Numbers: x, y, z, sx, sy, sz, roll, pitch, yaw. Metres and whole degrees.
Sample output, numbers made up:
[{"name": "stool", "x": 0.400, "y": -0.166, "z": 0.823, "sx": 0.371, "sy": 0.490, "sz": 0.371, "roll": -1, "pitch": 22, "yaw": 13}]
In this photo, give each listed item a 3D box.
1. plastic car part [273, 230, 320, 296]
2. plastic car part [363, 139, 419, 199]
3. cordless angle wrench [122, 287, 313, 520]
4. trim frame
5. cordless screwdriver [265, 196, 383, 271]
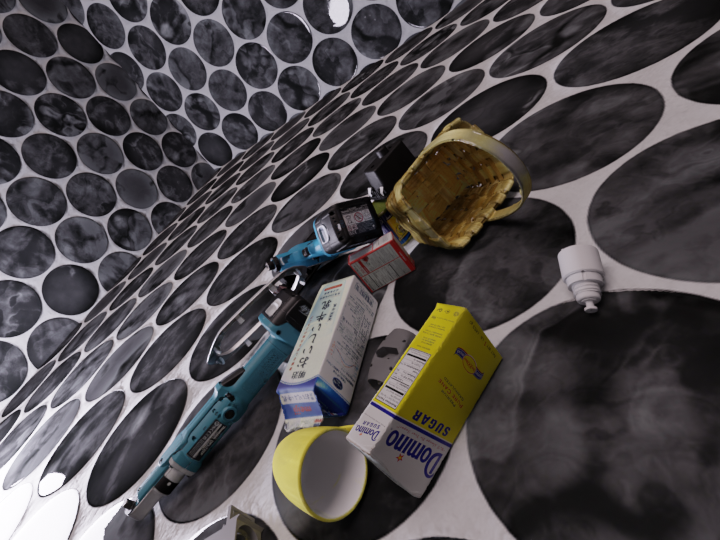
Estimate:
[{"name": "plastic car part", "x": -0.128, "y": -0.017, "z": 0.932, "sx": 0.202, "sy": 0.065, "sz": 0.069, "roll": -50, "pitch": 20, "yaw": -22}, {"name": "plastic car part", "x": 0.050, "y": -0.192, "z": 0.776, "sx": 0.116, "sy": 0.068, "sz": 0.069, "roll": -53, "pitch": 29, "yaw": -17}, {"name": "cordless angle wrench", "x": -0.219, "y": 0.219, "z": 0.688, "sx": 0.422, "sy": 0.094, "sz": 0.078, "roll": -51, "pitch": 27, "yaw": -10}, {"name": "trim frame", "x": -0.183, "y": 0.081, "z": 0.776, "sx": 0.247, "sy": 0.028, "sz": 0.181, "roll": -48, "pitch": -9, "yaw": -20}, {"name": "cordless screwdriver", "x": -0.077, "y": -0.050, "z": 0.784, "sx": 0.155, "sy": 0.075, "sz": 0.254, "roll": -18, "pitch": -4, "yaw": -27}]
